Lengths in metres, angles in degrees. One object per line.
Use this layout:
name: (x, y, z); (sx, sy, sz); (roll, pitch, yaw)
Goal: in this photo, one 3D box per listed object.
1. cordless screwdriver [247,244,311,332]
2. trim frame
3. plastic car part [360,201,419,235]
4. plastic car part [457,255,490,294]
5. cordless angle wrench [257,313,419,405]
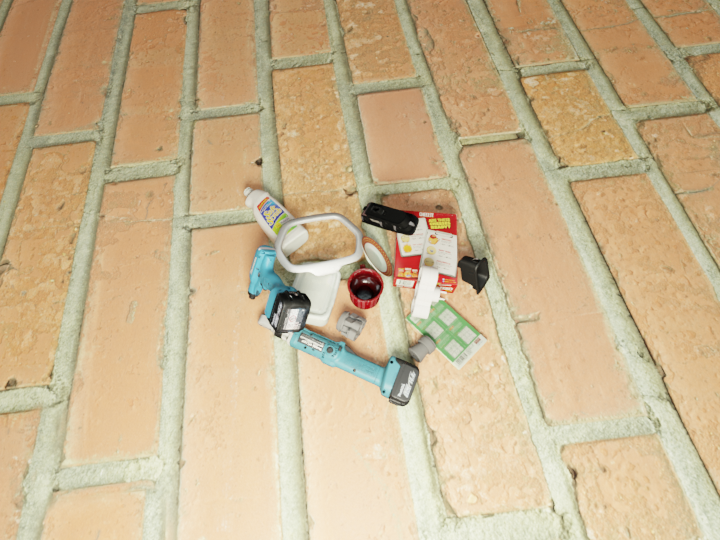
cordless screwdriver: (-0.219, 0.063, 1.051); (0.071, 0.158, 0.263); (5, 29, -36)
trim frame: (-0.112, -0.073, 1.145); (0.244, 0.027, 0.191); (-11, 62, -12)
plastic car part: (0.073, -0.152, 1.163); (0.215, 0.063, 0.066); (27, 77, 44)
plastic car part: (0.290, -0.002, 1.107); (0.075, 0.110, 0.066); (23, 64, 38)
cordless angle wrench: (-0.071, 0.203, 1.048); (0.436, 0.072, 0.098); (21, 66, 16)
